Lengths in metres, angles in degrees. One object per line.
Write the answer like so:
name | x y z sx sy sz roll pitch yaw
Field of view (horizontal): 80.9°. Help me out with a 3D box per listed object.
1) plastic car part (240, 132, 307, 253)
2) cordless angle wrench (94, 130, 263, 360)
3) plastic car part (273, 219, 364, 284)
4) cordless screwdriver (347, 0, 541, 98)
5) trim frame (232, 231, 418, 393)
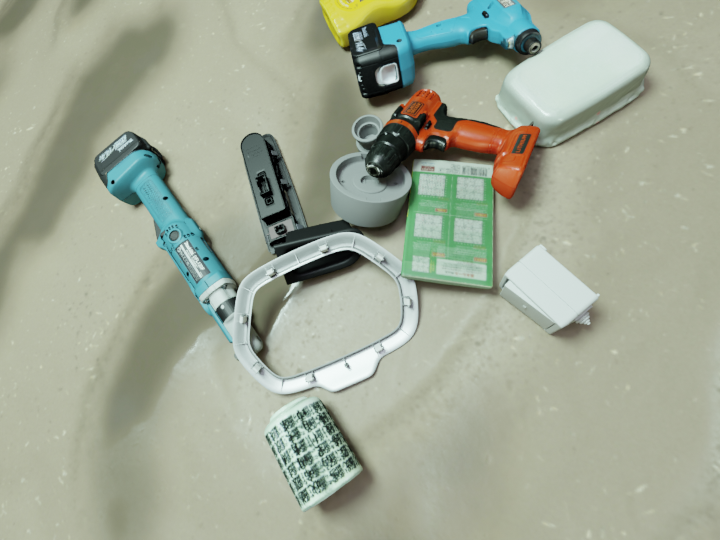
plastic car part | -0.143 -0.130 0.641 0.067 0.064 0.210 -25 65 12
cordless angle wrench | -0.271 -0.045 0.644 0.098 0.071 0.439 -41 69 -1
plastic car part | -0.057 -0.037 0.583 0.116 0.063 0.074 -17 35 -2
cordless screwdriver | 0.113 -0.321 0.607 0.251 0.071 0.165 -17 52 7
trim frame | -0.047 0.058 0.538 0.249 0.027 0.184 -24 91 1
